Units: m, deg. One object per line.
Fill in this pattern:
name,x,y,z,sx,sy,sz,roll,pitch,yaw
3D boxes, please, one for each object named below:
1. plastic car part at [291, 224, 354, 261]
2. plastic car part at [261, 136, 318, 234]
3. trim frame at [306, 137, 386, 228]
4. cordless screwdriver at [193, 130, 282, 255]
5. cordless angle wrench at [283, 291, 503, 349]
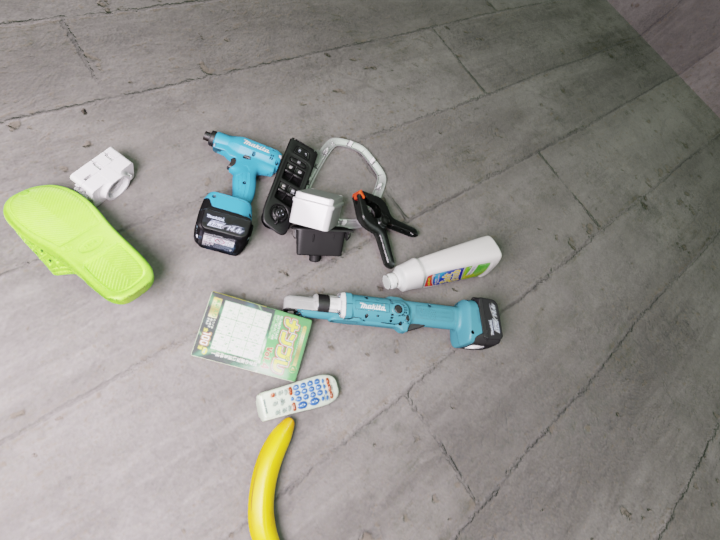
plastic car part,-0.080,-0.052,0.817,0.113,0.069,0.070,-3,100,-20
plastic car part,-0.151,-0.162,0.836,0.063,0.069,0.206,30,59,-32
trim frame,-0.038,-0.195,0.922,0.182,0.027,0.250,28,61,-5
cordless screwdriver,-0.253,-0.160,0.798,0.156,0.074,0.253,18,56,-12
cordless angle wrench,0.062,0.082,0.800,0.412,0.074,0.100,8,64,-14
